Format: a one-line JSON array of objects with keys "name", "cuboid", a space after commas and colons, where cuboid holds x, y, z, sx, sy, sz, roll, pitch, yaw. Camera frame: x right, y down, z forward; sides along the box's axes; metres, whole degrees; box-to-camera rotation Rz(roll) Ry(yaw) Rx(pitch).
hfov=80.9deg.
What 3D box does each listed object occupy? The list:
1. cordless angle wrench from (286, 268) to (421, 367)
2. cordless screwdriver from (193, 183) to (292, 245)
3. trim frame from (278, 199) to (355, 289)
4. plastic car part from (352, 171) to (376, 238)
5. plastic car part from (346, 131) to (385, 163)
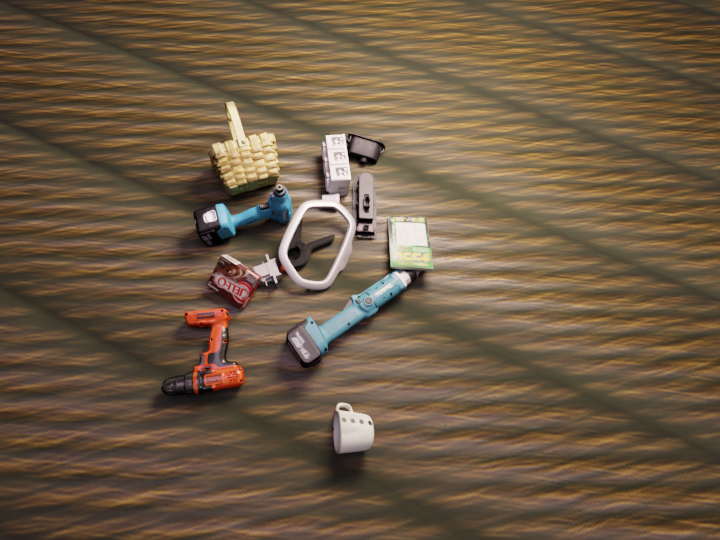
[{"name": "cordless angle wrench", "cuboid": [0.012, 0.082, 1.045, 0.417, 0.073, 0.101, -33, 74, -18]}, {"name": "cordless screwdriver", "cuboid": [-0.297, -0.148, 1.079, 0.246, 0.156, 0.076, -16, 72, -9]}, {"name": "trim frame", "cuboid": [-0.107, -0.070, 1.095, 0.180, 0.028, 0.250, 26, 72, -12]}, {"name": "plastic car part", "cuboid": [0.012, -0.191, 1.168, 0.067, 0.065, 0.208, -1, 64, 2]}, {"name": "plastic car part", "cuboid": [0.009, -0.350, 1.239, 0.117, 0.065, 0.071, 19, 83, 0]}]
